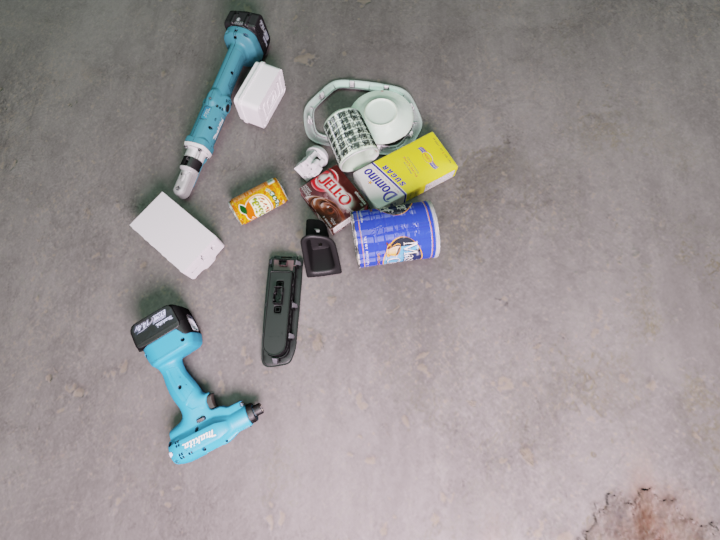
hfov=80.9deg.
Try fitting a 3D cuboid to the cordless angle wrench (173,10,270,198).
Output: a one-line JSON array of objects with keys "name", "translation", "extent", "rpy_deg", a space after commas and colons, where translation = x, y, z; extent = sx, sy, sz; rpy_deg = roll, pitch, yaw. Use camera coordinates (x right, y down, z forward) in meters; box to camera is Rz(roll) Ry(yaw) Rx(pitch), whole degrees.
[{"name": "cordless angle wrench", "translation": [-0.301, -0.346, 0.888], "extent": [0.076, 0.095, 0.425], "rpy_deg": [15, 77, 10]}]

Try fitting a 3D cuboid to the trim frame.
[{"name": "trim frame", "translation": [0.003, -0.319, 0.879], "extent": [0.252, 0.027, 0.186], "rpy_deg": [12, 74, 8]}]

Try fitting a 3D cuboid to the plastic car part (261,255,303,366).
[{"name": "plastic car part", "translation": [-0.141, 0.067, 0.750], "extent": [0.066, 0.066, 0.206], "rpy_deg": [3, 75, -3]}]

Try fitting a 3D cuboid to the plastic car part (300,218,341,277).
[{"name": "plastic car part", "translation": [-0.074, -0.049, 0.761], "extent": [0.066, 0.112, 0.073], "rpy_deg": [-8, 49, 0]}]

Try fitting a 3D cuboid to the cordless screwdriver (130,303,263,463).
[{"name": "cordless screwdriver", "translation": [-0.280, 0.176, 0.722], "extent": [0.158, 0.073, 0.255], "rpy_deg": [-27, 75, -4]}]
